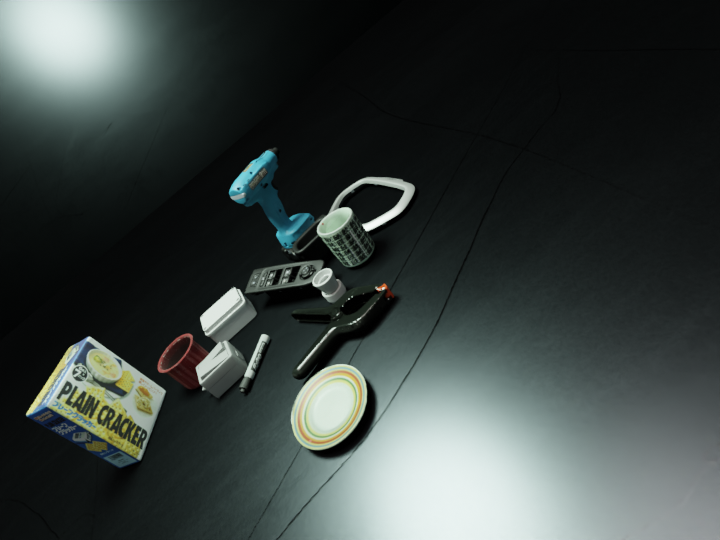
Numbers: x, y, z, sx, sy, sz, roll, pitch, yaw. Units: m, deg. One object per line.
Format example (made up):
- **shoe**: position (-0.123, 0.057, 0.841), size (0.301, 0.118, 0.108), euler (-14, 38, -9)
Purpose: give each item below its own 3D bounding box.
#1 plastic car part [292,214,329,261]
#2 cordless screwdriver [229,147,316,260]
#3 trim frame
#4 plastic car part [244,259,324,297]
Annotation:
- **plastic car part**: position (-0.092, -0.060, 0.936), size (0.116, 0.067, 0.069), euler (-48, 32, -15)
- **cordless screwdriver**: position (-0.172, -0.148, 0.965), size (0.078, 0.237, 0.159), euler (-5, 44, 44)
- **trim frame**: position (0.019, -0.159, 0.984), size (0.183, 0.026, 0.262), euler (-47, 33, -12)
- **plastic car part**: position (-0.153, 0.025, 0.897), size (0.211, 0.064, 0.067), euler (-12, 40, 35)
